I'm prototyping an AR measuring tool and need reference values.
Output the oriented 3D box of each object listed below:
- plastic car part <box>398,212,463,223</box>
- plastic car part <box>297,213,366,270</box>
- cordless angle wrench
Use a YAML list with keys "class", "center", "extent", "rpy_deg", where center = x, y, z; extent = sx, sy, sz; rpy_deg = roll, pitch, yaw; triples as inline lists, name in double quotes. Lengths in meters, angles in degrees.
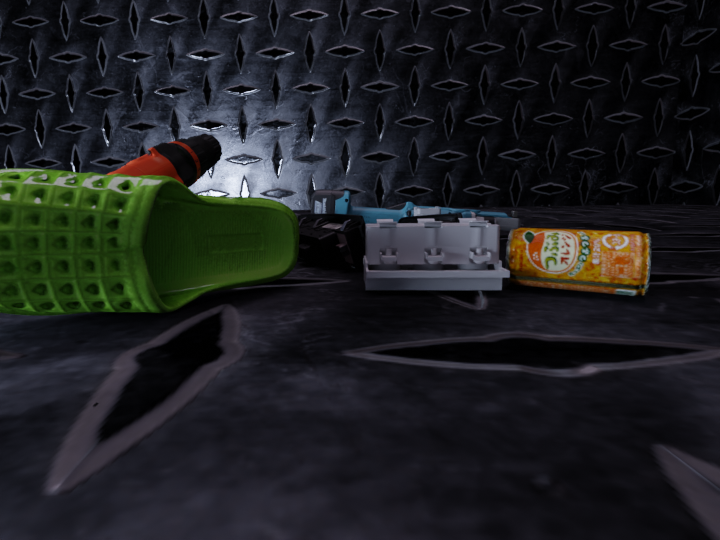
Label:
- class: "plastic car part"
  center: [0.069, -0.033, 0.538]
  extent: [0.069, 0.065, 0.122]
  rpy_deg: [-24, 17, -32]
- class: "plastic car part"
  center: [-0.055, -0.036, 0.561]
  extent: [0.066, 0.064, 0.212]
  rpy_deg: [-31, 21, -17]
- class: "cordless angle wrench"
  center: [0.111, -0.103, 0.849]
  extent: [0.422, 0.097, 0.075]
  rpy_deg: [3, 8, -2]
